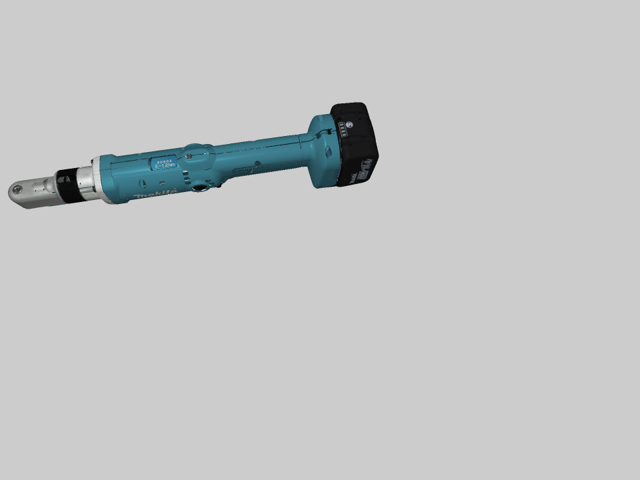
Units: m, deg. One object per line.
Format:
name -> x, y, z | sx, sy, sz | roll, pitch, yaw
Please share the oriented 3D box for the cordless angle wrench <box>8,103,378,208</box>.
cordless angle wrench -> -0.146, -0.086, 0.510 | 0.423, 0.074, 0.098 | -10, -15, -7
